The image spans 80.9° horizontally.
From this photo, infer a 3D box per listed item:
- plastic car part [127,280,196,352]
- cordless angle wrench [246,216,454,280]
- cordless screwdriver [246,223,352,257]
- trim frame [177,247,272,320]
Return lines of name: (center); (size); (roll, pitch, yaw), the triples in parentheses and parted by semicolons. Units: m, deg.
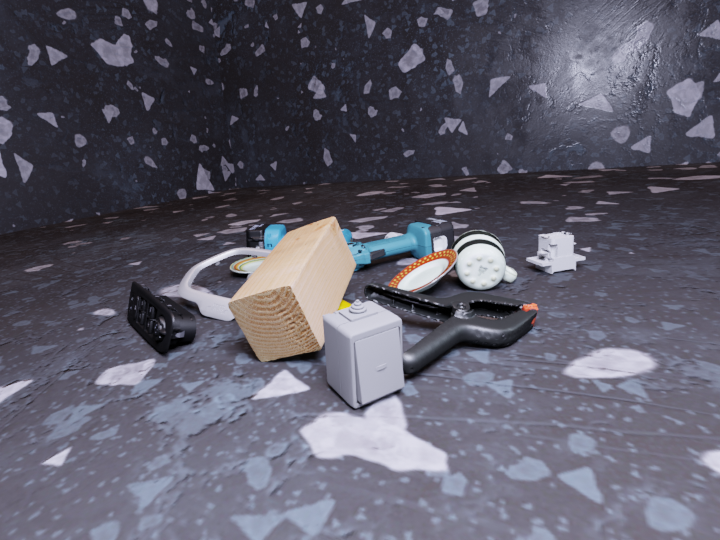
plastic car part: (-0.295, 0.071, 0.627); (0.063, 0.066, 0.214); (16, -1, -38)
cordless angle wrench: (-0.015, -0.027, 0.833); (0.413, 0.073, 0.102); (-14, 18, -17)
cordless screwdriver: (-0.144, -0.075, 1.030); (0.253, 0.073, 0.159); (1, 16, 10)
trim frame: (-0.196, 0.017, 0.727); (0.258, 0.026, 0.183); (9, 37, 22)
